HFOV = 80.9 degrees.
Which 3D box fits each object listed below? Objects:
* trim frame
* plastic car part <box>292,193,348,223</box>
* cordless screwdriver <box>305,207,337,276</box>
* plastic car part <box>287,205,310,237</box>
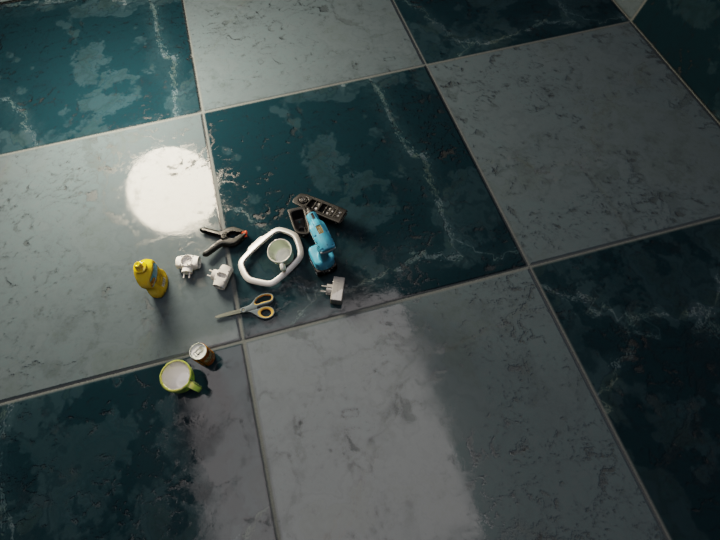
[{"bbox_3d":[-0.311,-0.049,1.482,0.190,0.027,0.247,38,72,17],"label":"trim frame"},{"bbox_3d":[-0.150,-0.221,1.535,0.208,0.065,0.066,26,68,12],"label":"plastic car part"},{"bbox_3d":[-0.134,-0.088,1.376,0.073,0.243,0.165,-22,69,-12],"label":"cordless screwdriver"},{"bbox_3d":[-0.213,-0.161,1.507,0.065,0.069,0.120,-15,67,-8],"label":"plastic car part"}]
